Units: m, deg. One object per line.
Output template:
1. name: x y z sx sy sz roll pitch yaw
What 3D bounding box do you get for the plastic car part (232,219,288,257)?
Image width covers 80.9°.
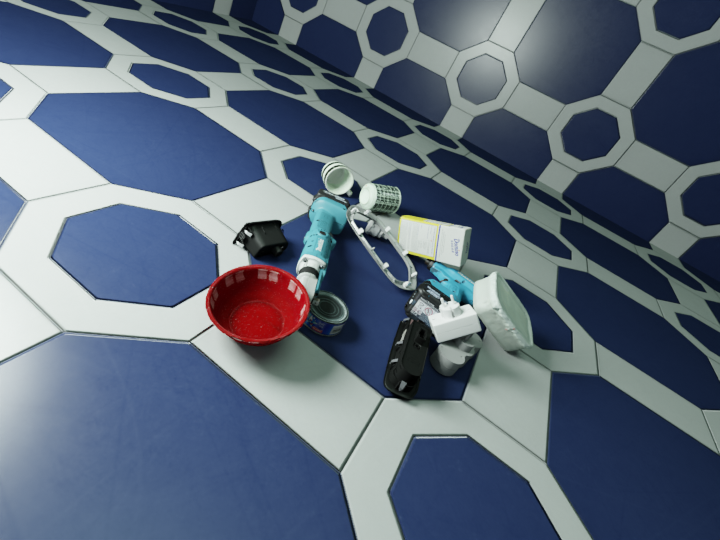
1. plastic car part: -0.190 -0.060 0.864 0.112 0.067 0.073 -12 64 -50

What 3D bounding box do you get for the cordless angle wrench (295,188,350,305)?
1. cordless angle wrench: -0.087 -0.057 0.889 0.097 0.074 0.431 22 29 -9

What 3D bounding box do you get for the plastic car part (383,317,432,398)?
1. plastic car part: 0.095 0.146 0.758 0.066 0.067 0.202 35 34 -1

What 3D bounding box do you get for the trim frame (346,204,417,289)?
1. trim frame: 0.055 -0.059 0.998 0.254 0.028 0.178 56 30 11

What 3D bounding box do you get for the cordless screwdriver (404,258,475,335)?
1. cordless screwdriver: 0.176 0.044 0.955 0.165 0.074 0.240 39 29 19
